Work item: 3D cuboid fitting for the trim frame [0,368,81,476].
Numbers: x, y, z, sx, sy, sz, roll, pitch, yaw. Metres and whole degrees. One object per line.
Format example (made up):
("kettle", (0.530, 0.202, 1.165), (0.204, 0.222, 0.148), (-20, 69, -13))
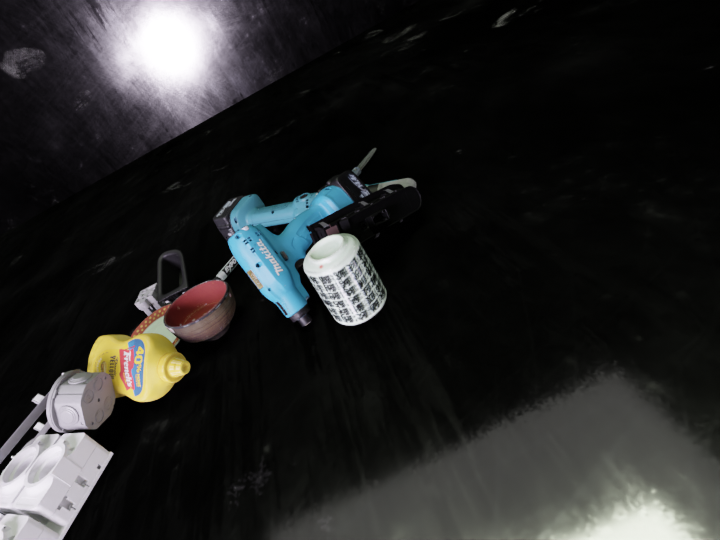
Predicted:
("trim frame", (-0.481, 0.245, 0.594), (0.185, 0.027, 0.252), (-48, 19, 39))

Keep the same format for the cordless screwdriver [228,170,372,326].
("cordless screwdriver", (-0.063, -0.041, 0.646), (0.244, 0.159, 0.076), (-40, 2, -37))

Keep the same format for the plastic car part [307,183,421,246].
("plastic car part", (0.020, -0.081, 0.629), (0.198, 0.066, 0.069), (-33, 5, -35))

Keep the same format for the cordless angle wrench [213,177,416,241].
("cordless angle wrench", (-0.099, -0.123, 0.819), (0.440, 0.071, 0.098), (-5, 40, 30))

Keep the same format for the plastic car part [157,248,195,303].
("plastic car part", (-0.347, 0.018, 0.815), (0.066, 0.067, 0.122), (-27, 48, 2))
